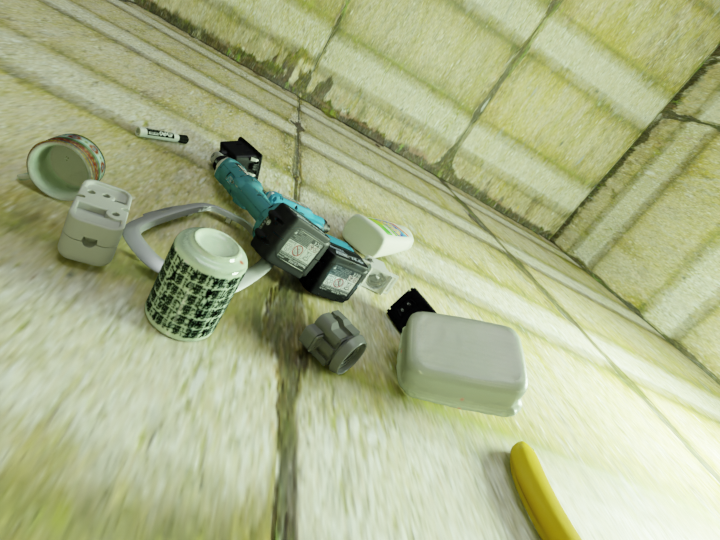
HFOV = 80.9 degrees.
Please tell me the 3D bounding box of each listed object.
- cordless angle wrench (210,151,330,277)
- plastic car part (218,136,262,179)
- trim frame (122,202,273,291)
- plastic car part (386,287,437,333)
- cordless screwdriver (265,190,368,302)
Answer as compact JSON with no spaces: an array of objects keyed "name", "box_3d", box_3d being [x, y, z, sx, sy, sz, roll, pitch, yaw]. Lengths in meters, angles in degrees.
[{"name":"cordless angle wrench","box_3d":[-0.193,-0.134,0.728,0.092,0.074,0.447,33,7,-43]},{"name":"plastic car part","box_3d":[-0.274,-0.251,0.930,0.068,0.065,0.123,-11,43,-41]},{"name":"trim frame","box_3d":[-0.217,-0.040,0.599,0.186,0.027,0.247,34,24,2]},{"name":"plastic car part","box_3d":[0.122,0.122,0.663,0.063,0.066,0.214,48,4,-45]},{"name":"cordless screwdriver","box_3d":[-0.073,-0.047,0.742,0.150,0.074,0.263,20,21,-41]}]
